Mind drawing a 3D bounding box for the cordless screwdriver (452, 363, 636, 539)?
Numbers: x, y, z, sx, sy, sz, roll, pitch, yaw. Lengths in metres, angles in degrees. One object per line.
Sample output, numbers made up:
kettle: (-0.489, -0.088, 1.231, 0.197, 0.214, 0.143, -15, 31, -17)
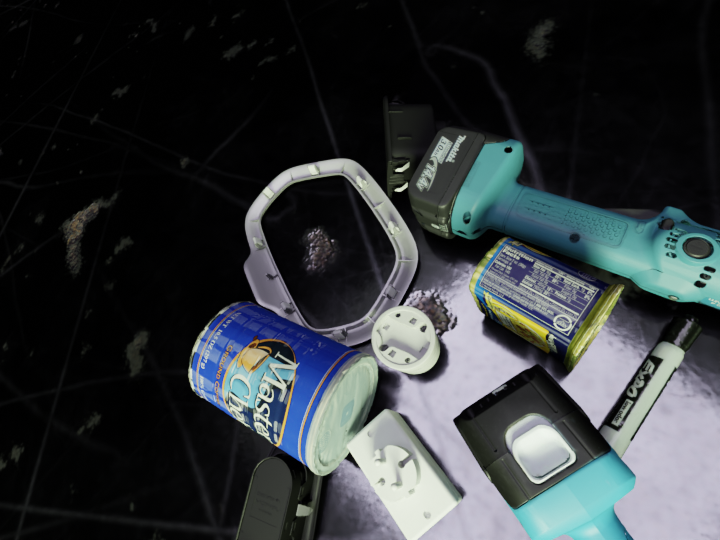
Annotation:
cordless screwdriver: (0.155, 0.175, 0.225, 0.074, 0.151, 0.261, -36, 57, 3)

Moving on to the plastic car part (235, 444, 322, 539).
plastic car part: (-0.083, 0.245, 0.354, 0.069, 0.063, 0.205, 1, 66, 30)

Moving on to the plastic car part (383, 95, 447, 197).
plastic car part: (0.060, -0.147, 0.470, 0.072, 0.064, 0.119, 0, 64, 6)

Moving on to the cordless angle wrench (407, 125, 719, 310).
cordless angle wrench: (0.244, -0.010, 0.321, 0.444, 0.071, 0.098, 26, 80, 28)

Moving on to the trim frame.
trim frame: (-0.047, -0.031, 0.478, 0.185, 0.026, 0.260, -34, 60, 8)
